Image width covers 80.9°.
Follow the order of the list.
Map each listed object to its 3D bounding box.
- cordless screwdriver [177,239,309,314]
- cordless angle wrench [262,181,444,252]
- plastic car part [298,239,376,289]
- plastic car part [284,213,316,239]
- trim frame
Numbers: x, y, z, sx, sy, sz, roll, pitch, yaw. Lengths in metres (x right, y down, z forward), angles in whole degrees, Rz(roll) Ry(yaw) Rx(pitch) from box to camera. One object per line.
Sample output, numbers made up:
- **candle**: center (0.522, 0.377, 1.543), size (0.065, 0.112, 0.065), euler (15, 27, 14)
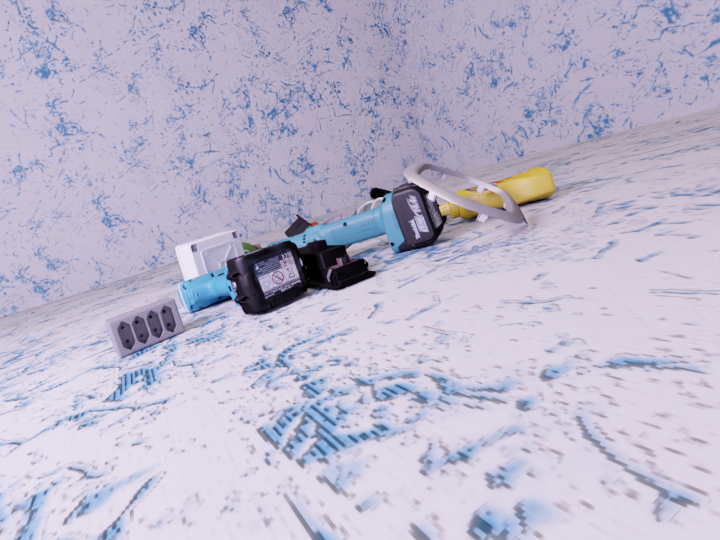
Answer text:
- **cordless screwdriver**: center (-0.164, 0.009, 0.640), size (0.154, 0.074, 0.259), euler (-24, 9, -38)
- **cordless angle wrench**: center (-0.073, -0.048, 0.748), size (0.437, 0.097, 0.073), euler (-14, 11, 30)
- **plastic car part**: center (-0.065, -0.010, 0.621), size (0.065, 0.066, 0.210), euler (-29, 12, -26)
- **plastic car part**: center (-0.131, -0.074, 0.965), size (0.070, 0.062, 0.123), euler (-46, 44, -10)
- **trim frame**: center (0.153, -0.114, 0.615), size (0.188, 0.027, 0.246), euler (21, 22, 8)
